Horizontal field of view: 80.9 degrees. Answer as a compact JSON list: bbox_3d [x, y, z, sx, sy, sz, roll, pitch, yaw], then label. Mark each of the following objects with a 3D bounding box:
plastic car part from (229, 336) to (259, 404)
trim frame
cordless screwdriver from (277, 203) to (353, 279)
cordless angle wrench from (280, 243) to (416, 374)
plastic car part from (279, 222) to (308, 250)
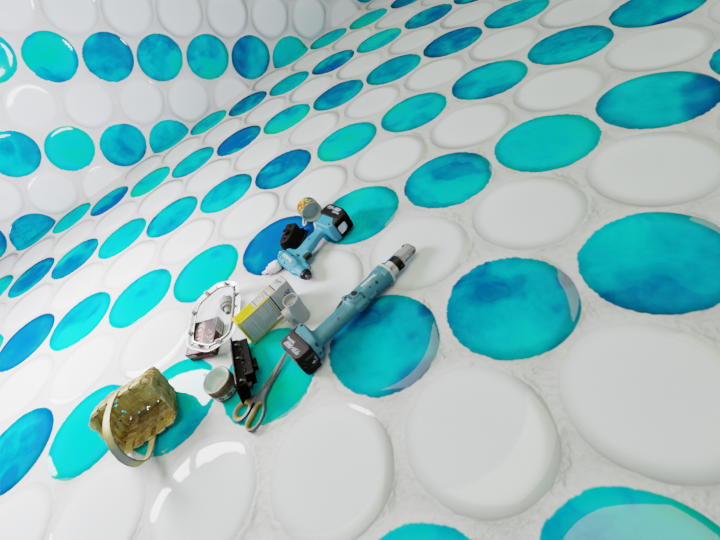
[{"bbox_3d":[-0.294,0.232,1.061,0.066,0.063,0.213,-26,33,-11],"label":"plastic car part"},{"bbox_3d":[-0.421,0.124,1.219,0.187,0.026,0.258,-21,42,11],"label":"trim frame"},{"bbox_3d":[-0.125,-0.081,1.274,0.248,0.070,0.169,-45,43,-10],"label":"cordless screwdriver"},{"bbox_3d":[-0.009,0.074,1.052,0.419,0.071,0.104,-42,42,-16],"label":"cordless angle wrench"},{"bbox_3d":[-0.225,-0.108,1.361,0.068,0.067,0.118,-7,43,27],"label":"plastic car part"}]
